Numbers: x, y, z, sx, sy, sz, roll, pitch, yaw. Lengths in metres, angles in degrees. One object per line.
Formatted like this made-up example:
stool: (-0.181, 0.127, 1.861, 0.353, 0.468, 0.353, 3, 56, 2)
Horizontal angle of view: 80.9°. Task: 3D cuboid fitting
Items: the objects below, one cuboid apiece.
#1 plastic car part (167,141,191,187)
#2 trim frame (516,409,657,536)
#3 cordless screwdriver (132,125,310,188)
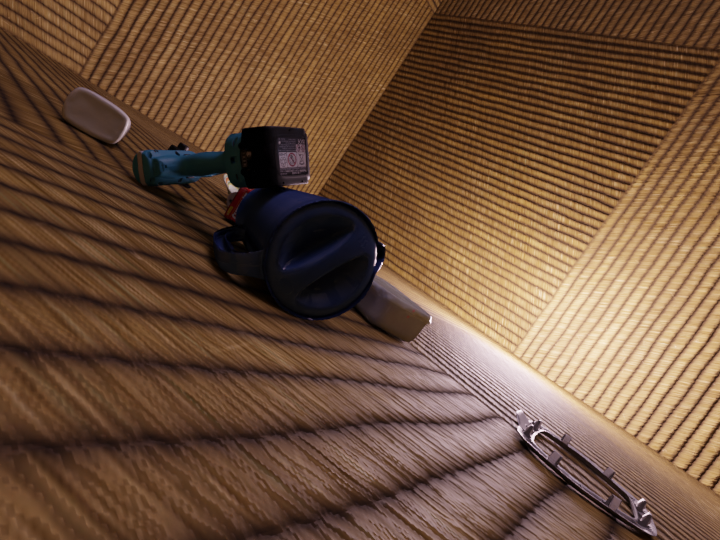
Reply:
plastic car part: (-0.372, -0.224, 0.857, 0.062, 0.071, 0.123, 31, 8, -43)
trim frame: (0.294, 0.260, 0.569, 0.194, 0.027, 0.235, 35, 7, 33)
cordless screwdriver: (-0.185, -0.155, 0.610, 0.260, 0.073, 0.154, 3, 14, 28)
